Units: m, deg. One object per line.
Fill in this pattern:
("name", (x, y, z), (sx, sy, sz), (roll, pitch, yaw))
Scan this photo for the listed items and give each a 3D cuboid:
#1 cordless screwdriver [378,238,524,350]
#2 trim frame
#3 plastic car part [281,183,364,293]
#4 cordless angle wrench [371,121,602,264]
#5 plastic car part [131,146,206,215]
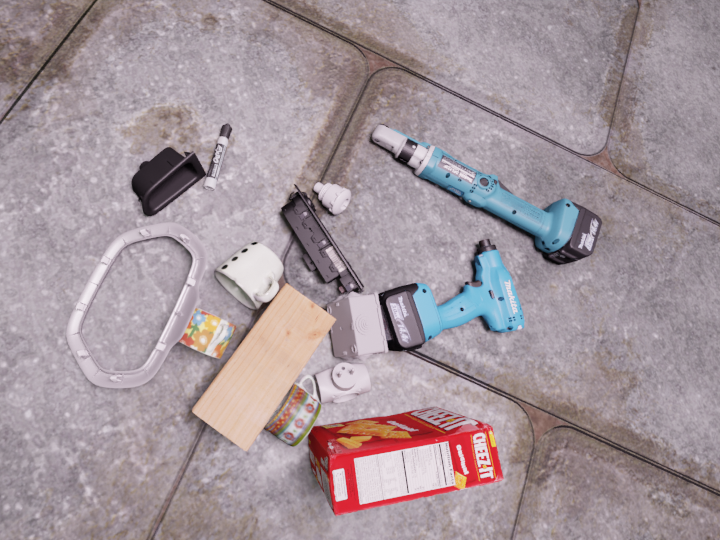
("cordless screwdriver", (0.141, 0.039, 0.690), (0.243, 0.075, 0.162), (-9, 78, -17))
("trim frame", (-0.319, 0.041, 0.606), (0.189, 0.027, 0.250), (16, 71, 12))
("plastic car part", (-0.067, -0.044, 0.684), (0.068, 0.065, 0.205), (-30, 84, 9))
("cordless angle wrench", (0.209, -0.148, 0.753), (0.423, 0.074, 0.098), (28, 73, 0))
("plastic car part", (-0.316, -0.151, 0.669), (0.116, 0.064, 0.073), (-42, 74, -14))
